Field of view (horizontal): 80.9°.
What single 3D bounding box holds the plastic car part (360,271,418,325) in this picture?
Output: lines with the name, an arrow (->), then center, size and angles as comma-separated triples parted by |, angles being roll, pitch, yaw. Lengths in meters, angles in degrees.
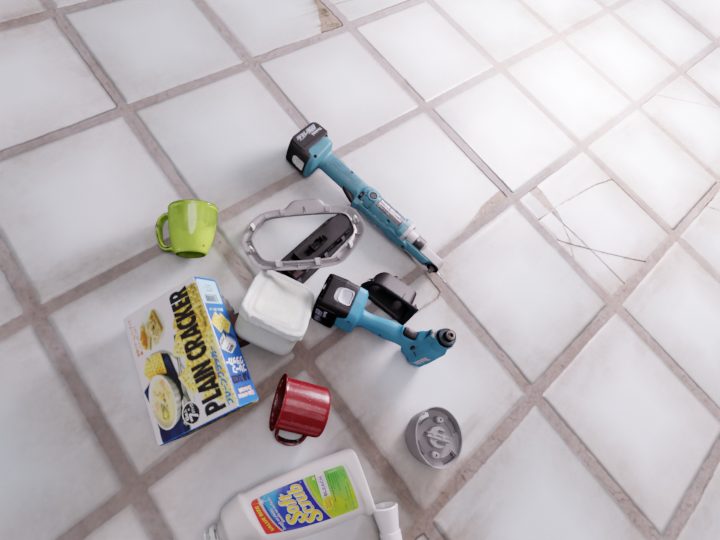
plastic car part -> 0.066, 0.043, 0.856 | 0.119, 0.066, 0.070 | 39, 47, 9

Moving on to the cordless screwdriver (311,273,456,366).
cordless screwdriver -> 0.040, 0.091, 0.767 | 0.250, 0.158, 0.075 | 27, 63, 1

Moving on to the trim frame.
trim frame -> -0.115, -0.074, 0.829 | 0.253, 0.026, 0.189 | -5, 47, 10

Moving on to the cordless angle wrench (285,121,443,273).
cordless angle wrench -> 0.017, -0.151, 0.927 | 0.428, 0.074, 0.097 | 43, 63, 6

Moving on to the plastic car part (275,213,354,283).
plastic car part -> -0.084, -0.055, 0.864 | 0.068, 0.066, 0.200 | 39, 60, 11
